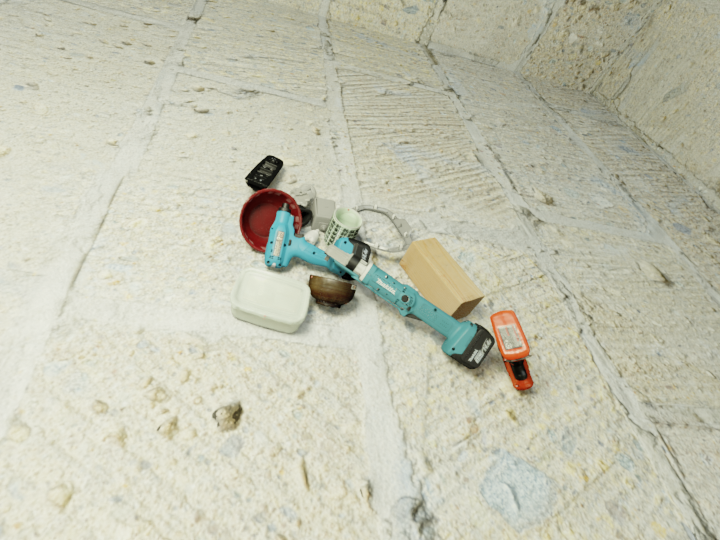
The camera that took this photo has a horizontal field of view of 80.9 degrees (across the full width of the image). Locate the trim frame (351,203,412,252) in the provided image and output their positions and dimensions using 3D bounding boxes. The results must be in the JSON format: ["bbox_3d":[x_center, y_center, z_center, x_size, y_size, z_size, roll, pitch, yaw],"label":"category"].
[{"bbox_3d":[0.052,-0.127,1.207,0.180,0.027,0.260,-2,36,-17],"label":"trim frame"}]

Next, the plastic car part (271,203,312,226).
[{"bbox_3d":[-0.197,-0.160,1.156,0.112,0.065,0.075,1,33,-26],"label":"plastic car part"}]

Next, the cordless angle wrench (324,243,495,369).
[{"bbox_3d":[0.099,0.065,0.971,0.426,0.098,0.074,34,0,4],"label":"cordless angle wrench"}]

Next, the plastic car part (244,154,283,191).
[{"bbox_3d":[-0.274,-0.276,1.229,0.066,0.066,0.206,14,39,0],"label":"plastic car part"}]

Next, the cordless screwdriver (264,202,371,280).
[{"bbox_3d":[-0.101,-0.066,1.037,0.245,0.075,0.160,12,80,-9],"label":"cordless screwdriver"}]
